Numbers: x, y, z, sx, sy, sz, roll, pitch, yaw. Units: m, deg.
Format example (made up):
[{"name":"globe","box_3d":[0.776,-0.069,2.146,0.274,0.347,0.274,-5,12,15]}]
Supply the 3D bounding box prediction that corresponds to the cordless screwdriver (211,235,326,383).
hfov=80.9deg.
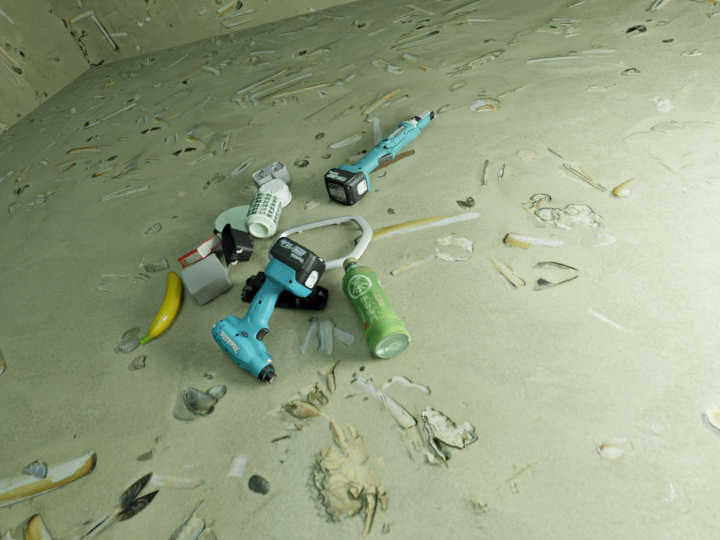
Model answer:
[{"name":"cordless screwdriver","box_3d":[-0.156,0.071,0.788,0.167,0.071,0.248,34,86,28]}]

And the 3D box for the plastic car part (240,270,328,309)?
[{"name":"plastic car part","box_3d":[-0.161,0.035,0.879,0.211,0.064,0.066,9,42,24]}]

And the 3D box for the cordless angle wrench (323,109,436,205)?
[{"name":"cordless angle wrench","box_3d":[0.071,-0.328,1.142,0.103,0.071,0.418,23,56,35]}]

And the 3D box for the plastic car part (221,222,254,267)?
[{"name":"plastic car part","box_3d":[-0.291,-0.065,1.019,0.068,0.066,0.122,12,34,-31]}]

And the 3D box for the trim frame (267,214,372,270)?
[{"name":"trim frame","box_3d":[-0.095,-0.062,0.972,0.252,0.026,0.191,-14,45,9]}]
